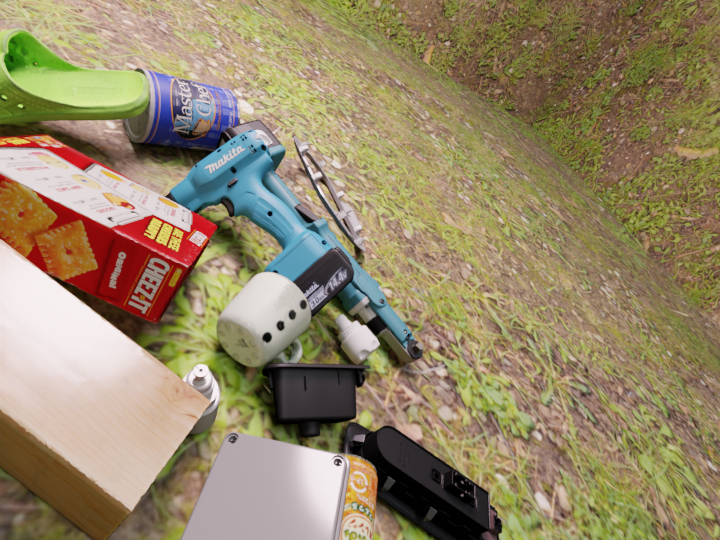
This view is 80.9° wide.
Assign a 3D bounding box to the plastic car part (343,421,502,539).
[{"bbox_3d":[0.072,0.228,0.444,0.202,0.067,0.066,33,42,-2],"label":"plastic car part"}]

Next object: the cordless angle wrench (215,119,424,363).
[{"bbox_3d":[-0.060,-0.040,0.619,0.072,0.098,0.432,-31,76,-39],"label":"cordless angle wrench"}]

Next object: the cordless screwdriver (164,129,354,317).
[{"bbox_3d":[-0.132,-0.044,0.542,0.252,0.158,0.074,52,-6,7],"label":"cordless screwdriver"}]

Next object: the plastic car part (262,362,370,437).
[{"bbox_3d":[-0.050,0.137,0.448,0.111,0.067,0.073,7,60,-32],"label":"plastic car part"}]

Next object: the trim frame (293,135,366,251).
[{"bbox_3d":[-0.050,-0.136,0.726,0.174,0.028,0.261,49,10,-50],"label":"trim frame"}]
